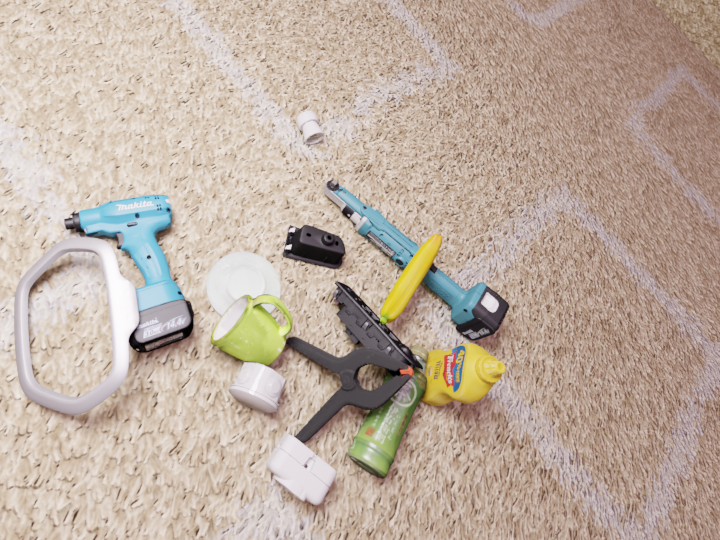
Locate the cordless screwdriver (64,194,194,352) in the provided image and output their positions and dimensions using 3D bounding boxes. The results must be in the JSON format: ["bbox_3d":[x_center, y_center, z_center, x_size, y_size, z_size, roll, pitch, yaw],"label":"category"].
[{"bbox_3d":[-0.355,0.000,0.655,0.155,0.074,0.256,-14,71,-23],"label":"cordless screwdriver"}]

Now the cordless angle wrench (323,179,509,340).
[{"bbox_3d":[0.092,-0.033,0.832,0.426,0.098,0.074,40,60,4],"label":"cordless angle wrench"}]

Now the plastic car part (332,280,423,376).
[{"bbox_3d":[0.018,0.105,0.725,0.213,0.063,0.067,41,87,26],"label":"plastic car part"}]

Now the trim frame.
[{"bbox_3d":[-0.400,0.071,0.591,0.185,0.026,0.255,-19,72,6],"label":"trim frame"}]

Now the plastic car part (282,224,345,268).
[{"bbox_3d":[-0.076,-0.050,0.780,0.114,0.071,0.067,15,66,-12],"label":"plastic car part"}]
